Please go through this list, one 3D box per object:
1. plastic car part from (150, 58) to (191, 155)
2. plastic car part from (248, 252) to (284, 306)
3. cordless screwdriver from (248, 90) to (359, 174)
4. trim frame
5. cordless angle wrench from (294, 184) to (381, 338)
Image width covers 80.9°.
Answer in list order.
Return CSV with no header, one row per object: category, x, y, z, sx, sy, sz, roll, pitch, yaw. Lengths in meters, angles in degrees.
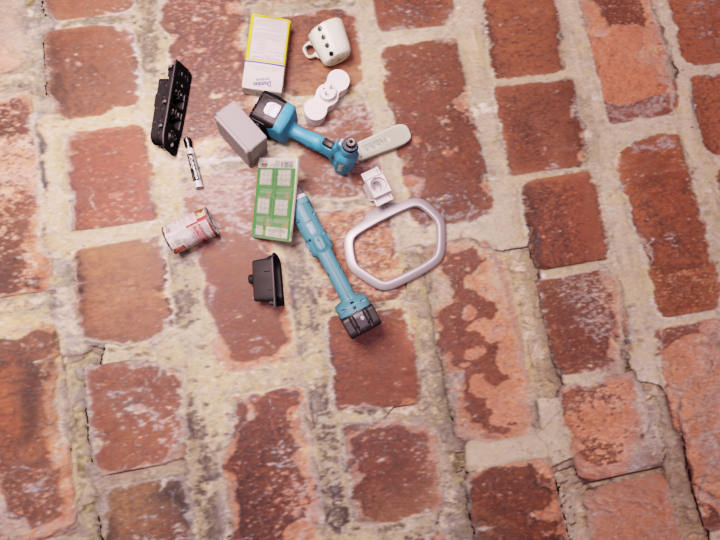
plastic car part,-0.428,-0.359,0.939,0.068,0.065,0.204,3,85,3
plastic car part,-0.210,0.024,0.925,0.072,0.064,0.118,-9,83,7
cordless screwdriver,-0.116,-0.297,0.908,0.249,0.159,0.074,29,84,-1
trim frame,0.082,-0.064,0.968,0.247,0.027,0.184,-28,88,-4
cordless angle wrench,-0.090,-0.059,0.925,0.074,0.097,0.427,-28,84,-5
